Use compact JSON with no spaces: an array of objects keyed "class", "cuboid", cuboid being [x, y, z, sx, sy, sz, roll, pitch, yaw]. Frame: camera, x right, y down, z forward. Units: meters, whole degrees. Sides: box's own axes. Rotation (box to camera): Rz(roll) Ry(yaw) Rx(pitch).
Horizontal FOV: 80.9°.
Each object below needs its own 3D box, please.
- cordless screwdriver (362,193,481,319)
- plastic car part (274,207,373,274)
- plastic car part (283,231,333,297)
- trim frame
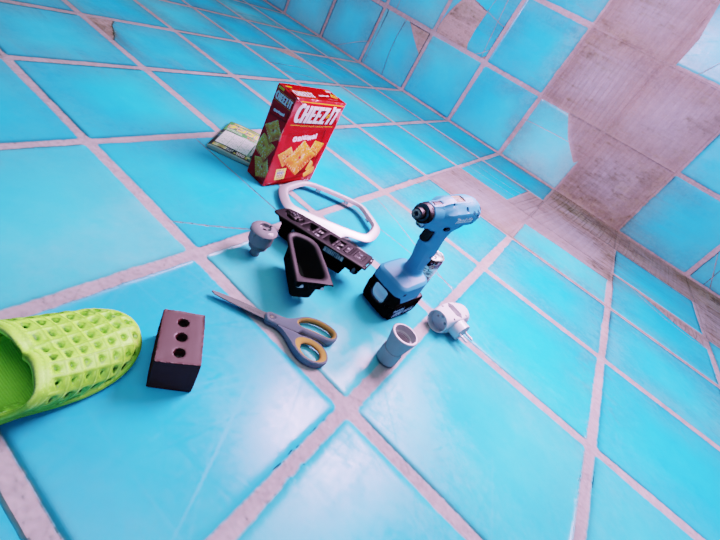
[{"class":"cordless screwdriver","cuboid":[0.087,-0.023,0.713,0.152,0.248,0.078,-10,52,-47]},{"class":"plastic car part","cuboid":[-0.078,-0.051,0.796,0.207,0.067,0.065,36,33,10]},{"class":"plastic car part","cuboid":[-0.100,-0.001,0.706,0.063,0.071,0.122,9,38,-30]},{"class":"trim frame","cuboid":[-0.069,-0.135,0.954,0.244,0.027,0.188,22,33,-10]}]
